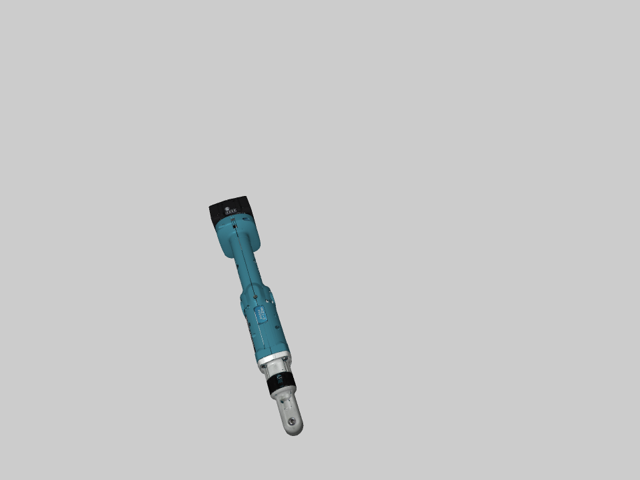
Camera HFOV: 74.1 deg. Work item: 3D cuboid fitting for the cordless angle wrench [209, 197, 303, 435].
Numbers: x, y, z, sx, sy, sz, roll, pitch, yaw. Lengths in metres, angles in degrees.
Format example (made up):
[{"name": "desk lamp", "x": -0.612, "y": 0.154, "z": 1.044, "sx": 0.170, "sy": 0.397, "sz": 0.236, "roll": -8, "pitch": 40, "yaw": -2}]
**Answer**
[{"name": "cordless angle wrench", "x": -0.103, "y": 0.105, "z": 0.700, "sx": 0.074, "sy": 0.421, "sz": 0.098, "roll": -17, "pitch": -35, "yaw": -9}]
